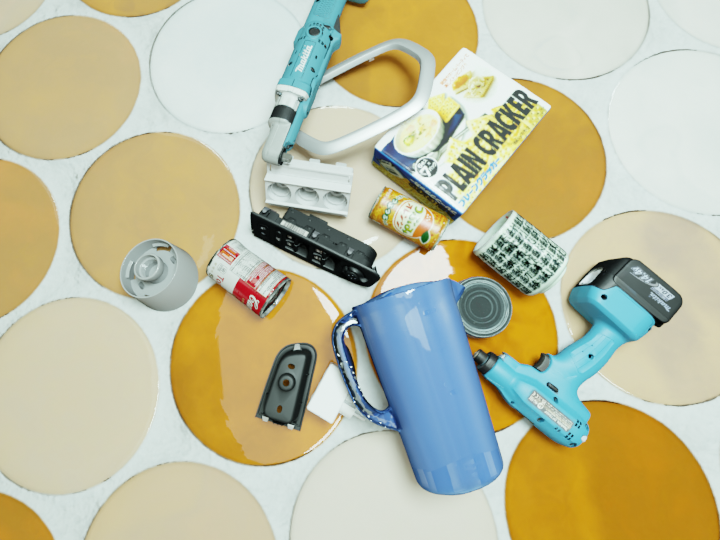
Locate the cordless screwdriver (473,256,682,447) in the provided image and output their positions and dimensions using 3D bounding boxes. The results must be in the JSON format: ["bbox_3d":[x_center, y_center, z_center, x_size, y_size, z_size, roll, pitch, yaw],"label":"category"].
[{"bbox_3d":[0.281,0.087,0.566,0.162,0.073,0.248,39,86,8],"label":"cordless screwdriver"}]

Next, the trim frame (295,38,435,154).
[{"bbox_3d":[-0.007,-0.266,0.643,0.251,0.026,0.191,-25,61,11],"label":"trim frame"}]

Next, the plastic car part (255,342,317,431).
[{"bbox_3d":[-0.098,0.154,0.567,0.066,0.070,0.117,15,82,1],"label":"plastic car part"}]

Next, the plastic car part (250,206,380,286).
[{"bbox_3d":[-0.060,-0.039,0.615,0.207,0.065,0.067,29,55,9],"label":"plastic car part"}]

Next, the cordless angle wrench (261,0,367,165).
[{"bbox_3d":[-0.067,-0.341,0.639,0.099,0.073,0.427,16,71,3],"label":"cordless angle wrench"}]
